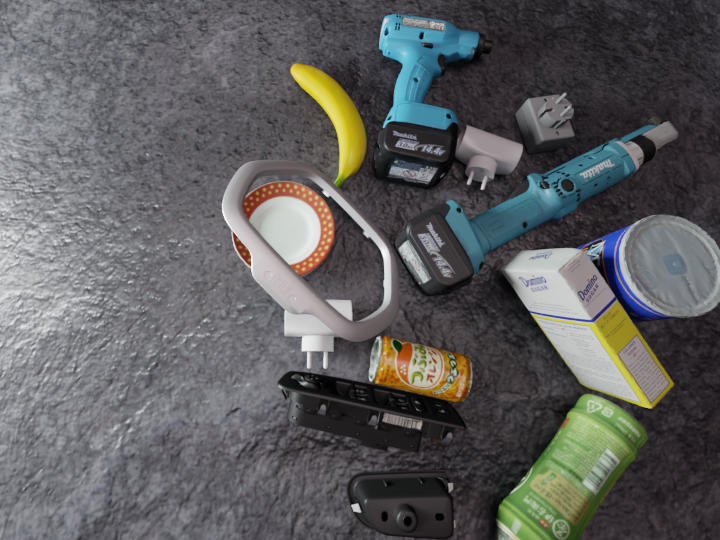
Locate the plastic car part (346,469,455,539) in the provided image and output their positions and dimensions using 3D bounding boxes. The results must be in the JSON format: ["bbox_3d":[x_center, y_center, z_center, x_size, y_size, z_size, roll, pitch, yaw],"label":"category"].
[{"bbox_3d":[0.048,0.248,0.438,0.115,0.070,0.067,3,75,-6],"label":"plastic car part"}]

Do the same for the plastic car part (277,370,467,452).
[{"bbox_3d":[0.004,0.157,0.471,0.203,0.067,0.066,16,101,0],"label":"plastic car part"}]

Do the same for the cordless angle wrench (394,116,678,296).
[{"bbox_3d":[0.247,-0.099,0.543,0.418,0.074,0.100,-27,79,-11],"label":"cordless angle wrench"}]

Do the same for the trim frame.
[{"bbox_3d":[-0.048,-0.031,0.487,0.246,0.028,0.183,45,45,-6],"label":"trim frame"}]

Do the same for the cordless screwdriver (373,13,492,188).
[{"bbox_3d":[0.100,-0.236,0.574,0.159,0.073,0.253,6,71,-2],"label":"cordless screwdriver"}]
